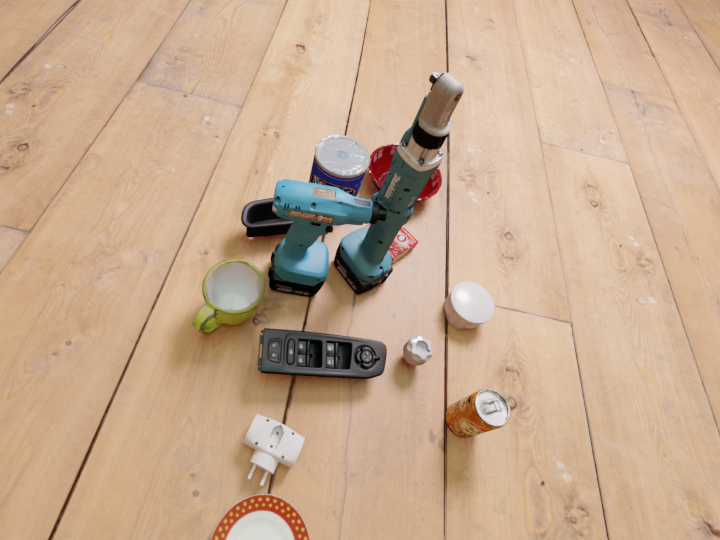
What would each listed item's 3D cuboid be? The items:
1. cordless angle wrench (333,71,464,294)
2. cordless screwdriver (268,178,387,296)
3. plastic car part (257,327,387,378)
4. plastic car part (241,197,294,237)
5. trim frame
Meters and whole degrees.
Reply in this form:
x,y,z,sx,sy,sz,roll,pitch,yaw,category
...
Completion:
x,y,z,sx,sy,sz,roll,pitch,yaw,category
0.049,-0.100,0.623,0.073,0.418,0.101,-27,71,-28,cordless angle wrench
-0.065,-0.043,0.668,0.157,0.246,0.076,10,58,-9,cordless screwdriver
-0.059,0.138,0.663,0.200,0.066,0.068,5,59,-8,plastic car part
-0.166,-0.091,0.784,0.114,0.070,0.068,-12,63,-19,plastic car part
-0.048,0.279,0.600,0.180,0.027,0.257,-3,59,-13,trim frame
